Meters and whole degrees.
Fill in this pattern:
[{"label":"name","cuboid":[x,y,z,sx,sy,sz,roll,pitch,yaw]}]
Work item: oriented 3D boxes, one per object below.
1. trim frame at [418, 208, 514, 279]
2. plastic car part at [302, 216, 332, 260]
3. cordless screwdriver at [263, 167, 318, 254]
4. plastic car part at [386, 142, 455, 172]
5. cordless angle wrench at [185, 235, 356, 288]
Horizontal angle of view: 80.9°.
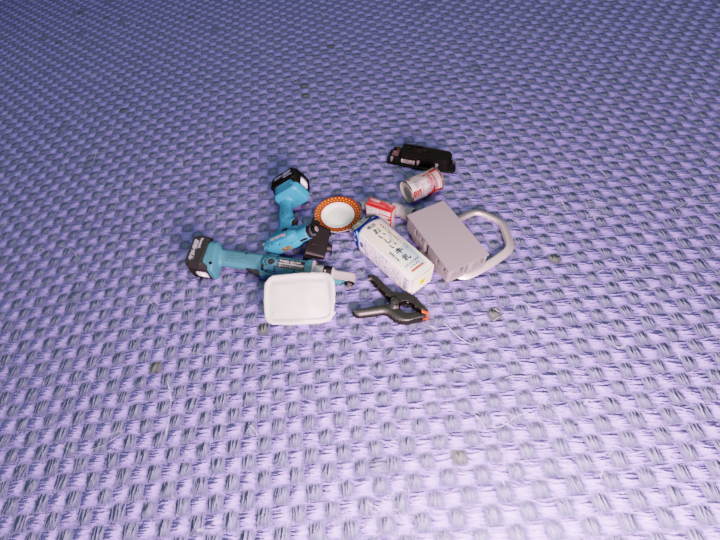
[{"label":"trim frame","cuboid":[0.268,-0.071,1.073,0.246,0.026,0.193,-31,58,-13]},{"label":"plastic car part","cuboid":[-0.108,-0.070,1.100,0.070,0.065,0.119,10,59,-6]},{"label":"cordless screwdriver","cuboid":[-0.175,-0.164,1.127,0.164,0.070,0.256,-20,52,28]},{"label":"plastic car part","cuboid":[0.184,-0.339,1.251,0.209,0.065,0.066,18,51,15]},{"label":"cordless angle wrench","cuboid":[-0.222,-0.010,1.061,0.429,0.072,0.099,8,63,8]}]
